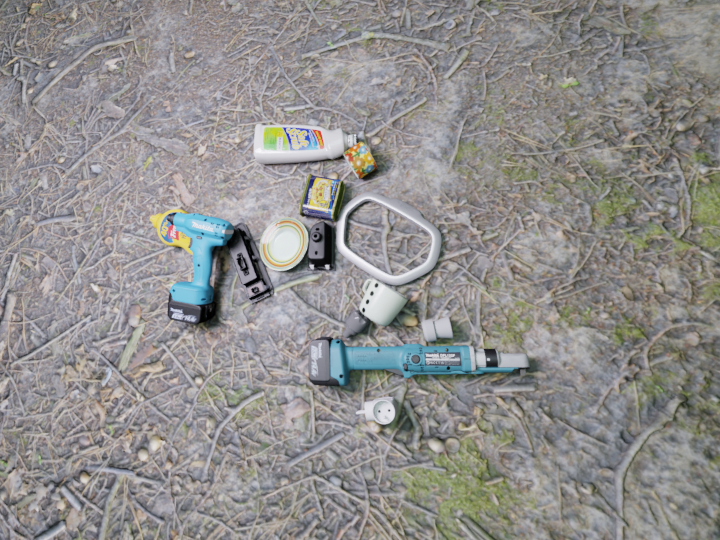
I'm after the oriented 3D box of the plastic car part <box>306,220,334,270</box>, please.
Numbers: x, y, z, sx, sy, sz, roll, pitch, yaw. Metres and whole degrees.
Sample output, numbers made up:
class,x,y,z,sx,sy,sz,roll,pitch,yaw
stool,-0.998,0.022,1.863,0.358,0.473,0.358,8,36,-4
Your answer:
class,x,y,z,sx,sy,sz,roll,pitch,yaw
plastic car part,-0.094,-0.061,0.960,0.067,0.069,0.118,-1,79,10

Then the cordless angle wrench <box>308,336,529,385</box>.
class,x,y,z,sx,sy,sz,roll,pitch,yaw
cordless angle wrench,0.109,0.180,0.845,0.431,0.072,0.099,-3,76,11

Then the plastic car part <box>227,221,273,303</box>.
class,x,y,z,sx,sy,sz,roll,pitch,yaw
plastic car part,-0.278,-0.026,1.004,0.067,0.064,0.210,-29,68,11

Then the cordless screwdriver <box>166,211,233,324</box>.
class,x,y,z,sx,sy,sz,roll,pitch,yaw
cordless screwdriver,-0.395,-0.010,0.983,0.163,0.073,0.248,14,94,11

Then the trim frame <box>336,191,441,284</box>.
class,x,y,z,sx,sy,sz,roll,pitch,yaw
trim frame,0.058,-0.076,0.949,0.259,0.026,0.184,32,86,21
